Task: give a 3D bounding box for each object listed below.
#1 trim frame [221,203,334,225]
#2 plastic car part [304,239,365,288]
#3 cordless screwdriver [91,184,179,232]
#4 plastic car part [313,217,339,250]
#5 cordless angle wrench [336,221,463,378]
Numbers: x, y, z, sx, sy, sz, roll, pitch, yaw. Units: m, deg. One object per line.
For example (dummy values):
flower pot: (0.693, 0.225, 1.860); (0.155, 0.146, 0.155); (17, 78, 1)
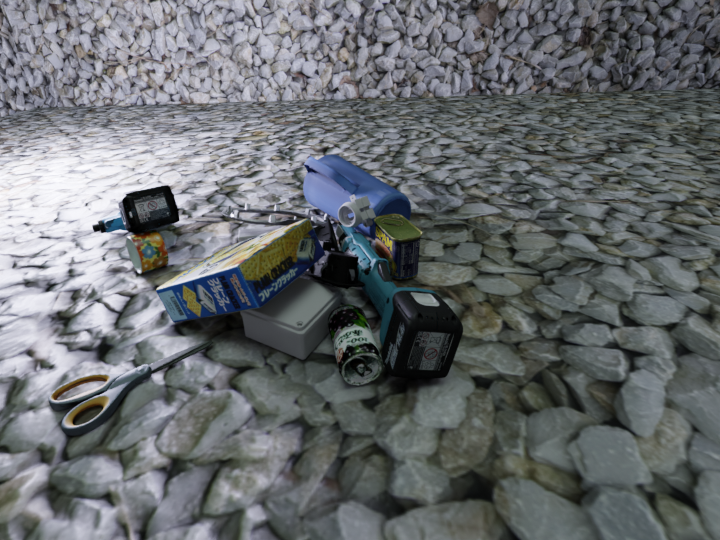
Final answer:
trim frame: (-0.174, -0.119, 0.901); (0.237, 0.027, 0.195); (-1, 17, -36)
plastic car part: (-0.054, -0.013, 0.681); (0.063, 0.067, 0.213); (12, 7, -29)
cordless screwdriver: (-0.467, -0.112, 0.869); (0.155, 0.073, 0.259); (-21, 12, -29)
plastic car part: (-0.080, -0.052, 0.818); (0.071, 0.063, 0.121); (-18, 28, -1)
cordless angle wrench: (0.020, 0.005, 0.684); (0.072, 0.096, 0.441); (5, 23, -19)
